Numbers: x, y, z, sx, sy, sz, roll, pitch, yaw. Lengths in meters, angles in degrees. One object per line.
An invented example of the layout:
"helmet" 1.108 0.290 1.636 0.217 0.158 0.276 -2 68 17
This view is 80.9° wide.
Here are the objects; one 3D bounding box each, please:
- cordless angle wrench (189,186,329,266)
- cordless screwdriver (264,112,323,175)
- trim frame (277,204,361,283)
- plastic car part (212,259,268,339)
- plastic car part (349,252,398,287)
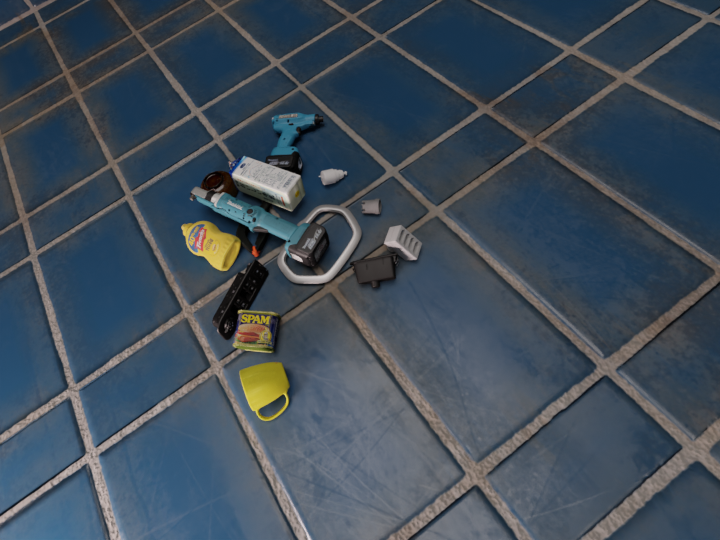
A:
"cordless angle wrench" -0.282 -0.139 1.110 0.440 0.071 0.098 25 70 21
"cordless screwdriver" -0.195 -0.375 1.256 0.162 0.071 0.255 -4 58 10
"trim frame" -0.107 -0.070 1.097 0.192 0.026 0.248 26 72 23
"plastic car part" -0.307 0.069 1.047 0.070 0.063 0.204 9 64 26
"plastic car part" 0.039 0.004 1.010 0.118 0.064 0.072 -14 75 8
